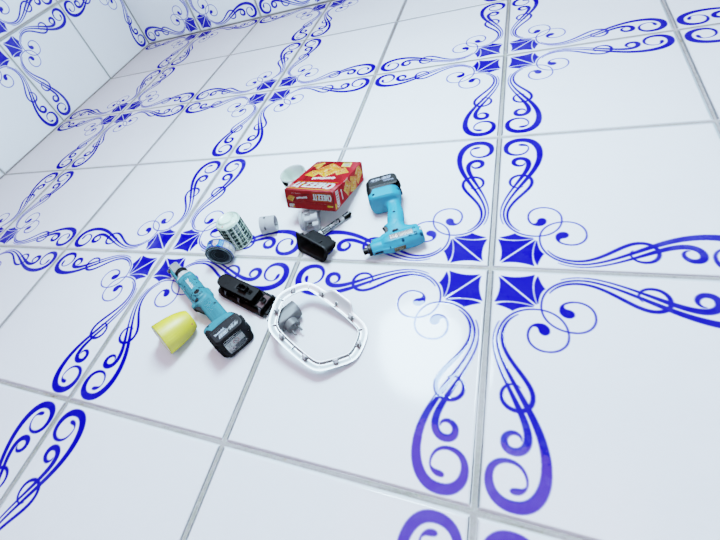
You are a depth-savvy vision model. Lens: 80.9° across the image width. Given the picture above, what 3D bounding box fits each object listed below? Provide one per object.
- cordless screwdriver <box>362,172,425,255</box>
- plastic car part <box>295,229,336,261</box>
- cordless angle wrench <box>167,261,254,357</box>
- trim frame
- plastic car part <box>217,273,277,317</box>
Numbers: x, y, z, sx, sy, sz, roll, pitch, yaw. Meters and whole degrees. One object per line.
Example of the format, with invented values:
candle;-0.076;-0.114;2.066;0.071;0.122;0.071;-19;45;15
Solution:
cordless screwdriver;0.063;-0.148;1.152;0.161;0.071;0.259;-18;51;6
plastic car part;-0.115;-0.075;1.172;0.123;0.063;0.070;24;48;32
cordless angle wrench;-0.438;0.076;1.161;0.097;0.071;0.448;-41;47;-16
trim frame;-0.102;0.122;0.980;0.261;0.026;0.182;34;61;28
plastic car part;-0.318;0.058;1.135;0.214;0.063;0.066;18;66;35
